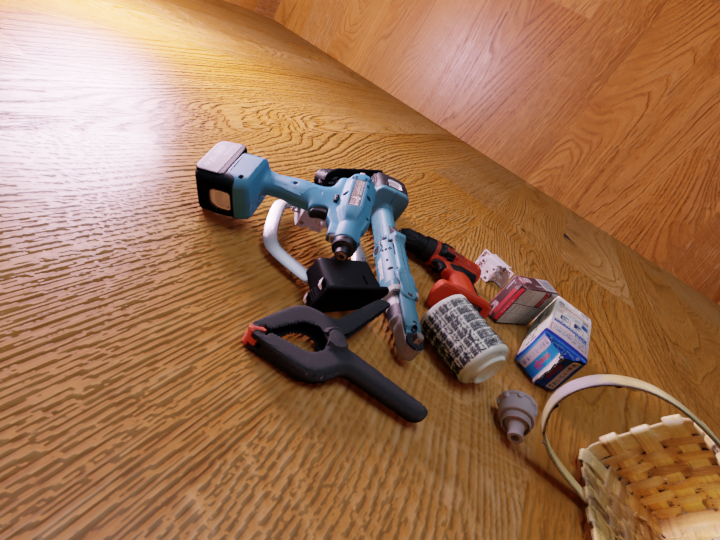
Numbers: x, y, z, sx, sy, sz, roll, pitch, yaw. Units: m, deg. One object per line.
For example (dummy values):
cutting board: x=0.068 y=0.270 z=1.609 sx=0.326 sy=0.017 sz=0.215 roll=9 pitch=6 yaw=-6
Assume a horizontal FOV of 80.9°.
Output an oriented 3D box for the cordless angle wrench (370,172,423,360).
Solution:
cordless angle wrench: x=0.051 y=-0.025 z=0.700 sx=0.072 sy=0.098 sz=0.436 roll=22 pitch=33 yaw=-19

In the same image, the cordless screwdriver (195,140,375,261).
cordless screwdriver: x=-0.108 y=-0.096 z=0.590 sx=0.251 sy=0.072 sz=0.162 roll=13 pitch=45 yaw=4

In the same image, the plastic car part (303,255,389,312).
plastic car part: x=-0.026 y=0.012 z=0.558 sx=0.111 sy=0.067 sz=0.073 roll=-2 pitch=58 yaw=-42

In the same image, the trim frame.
trim frame: x=-0.066 y=-0.043 z=0.674 sx=0.180 sy=0.027 sz=0.256 roll=21 pitch=28 yaw=-15

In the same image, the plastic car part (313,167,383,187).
plastic car part: x=-0.030 y=-0.196 z=0.916 sx=0.070 sy=0.066 sz=0.195 roll=33 pitch=27 yaw=24
